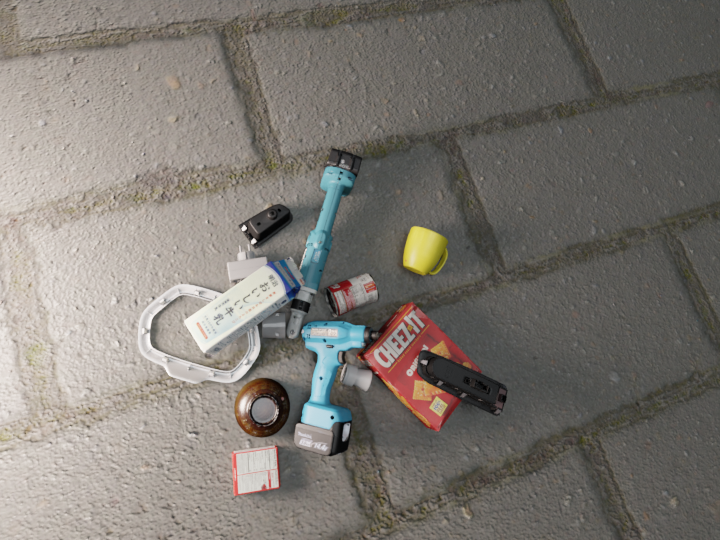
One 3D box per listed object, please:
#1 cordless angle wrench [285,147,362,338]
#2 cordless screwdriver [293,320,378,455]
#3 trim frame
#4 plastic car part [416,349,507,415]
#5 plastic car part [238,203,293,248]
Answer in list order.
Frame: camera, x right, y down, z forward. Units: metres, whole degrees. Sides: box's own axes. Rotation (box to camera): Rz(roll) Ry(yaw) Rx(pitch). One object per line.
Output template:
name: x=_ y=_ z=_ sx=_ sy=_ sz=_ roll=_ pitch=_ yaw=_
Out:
cordless angle wrench: x=-0.090 y=-0.059 z=0.925 sx=0.074 sy=0.098 sz=0.426 roll=17 pitch=77 yaw=-7
cordless screwdriver: x=-0.046 y=0.225 z=0.832 sx=0.165 sy=0.071 sz=0.252 roll=-4 pitch=73 yaw=25
trim frame: x=-0.326 y=0.131 z=0.863 sx=0.245 sy=0.028 sz=0.185 roll=19 pitch=74 yaw=-7
plastic car part: x=0.208 y=0.224 z=0.846 sx=0.203 sy=0.067 sz=0.066 roll=25 pitch=78 yaw=-1
plastic car part: x=-0.201 y=-0.111 z=0.926 sx=0.115 sy=0.071 sz=0.066 roll=-37 pitch=89 yaw=-15
